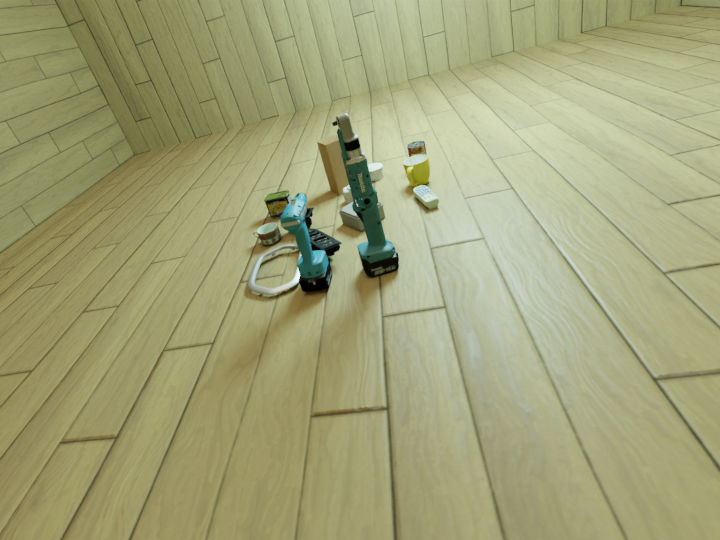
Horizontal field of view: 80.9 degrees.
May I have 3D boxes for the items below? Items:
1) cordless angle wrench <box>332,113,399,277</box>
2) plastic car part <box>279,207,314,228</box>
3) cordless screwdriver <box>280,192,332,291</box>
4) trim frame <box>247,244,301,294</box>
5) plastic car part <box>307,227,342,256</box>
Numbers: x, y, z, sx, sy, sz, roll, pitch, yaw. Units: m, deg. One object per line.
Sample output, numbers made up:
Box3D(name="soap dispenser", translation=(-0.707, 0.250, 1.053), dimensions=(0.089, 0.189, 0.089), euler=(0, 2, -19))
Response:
Box3D(name="cordless angle wrench", translation=(0.009, -0.178, 1.041), dimensions=(0.098, 0.407, 0.077), euler=(-16, 30, 0))
Box3D(name="plastic car part", translation=(-0.213, -0.170, 1.455), dimensions=(0.120, 0.068, 0.066), euler=(-5, 33, 19))
Box3D(name="cordless screwdriver", translation=(-0.140, -0.077, 1.120), dimensions=(0.076, 0.239, 0.162), euler=(-9, 31, 12))
Box3D(name="trim frame", translation=(-0.242, -0.006, 1.263), dimensions=(0.187, 0.026, 0.255), euler=(-12, 33, 9))
Box3D(name="plastic car part", translation=(-0.125, -0.082, 1.283), dimensions=(0.065, 0.064, 0.214), euler=(-29, 34, -18))
